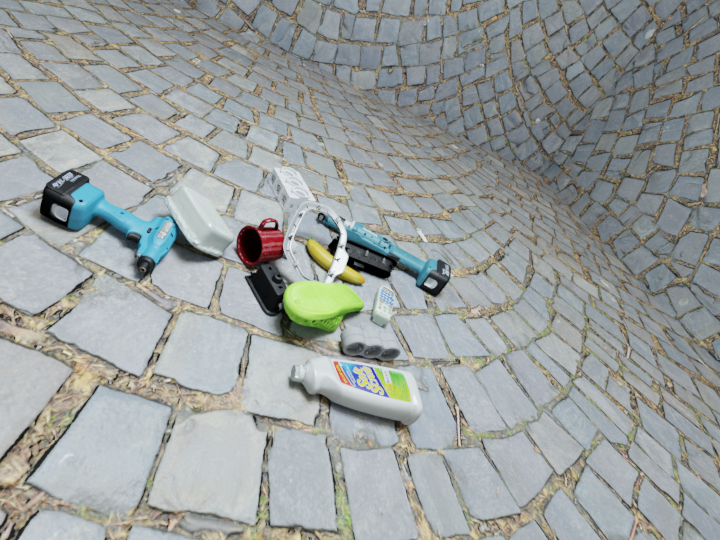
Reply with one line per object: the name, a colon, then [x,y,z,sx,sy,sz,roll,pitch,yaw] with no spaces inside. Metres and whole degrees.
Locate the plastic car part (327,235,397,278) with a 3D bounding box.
plastic car part: [0.011,-0.029,1.162,0.196,0.066,0.069,18,45,-19]

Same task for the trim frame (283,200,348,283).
trim frame: [-0.102,-0.067,1.047,0.176,0.028,0.252,41,45,-26]

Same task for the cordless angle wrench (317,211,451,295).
cordless angle wrench: [0.062,-0.070,1.253,0.424,0.074,0.098,29,32,2]

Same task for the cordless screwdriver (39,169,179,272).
cordless screwdriver: [-0.498,-0.091,0.837,0.242,0.074,0.164,25,33,-16]

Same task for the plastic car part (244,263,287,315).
plastic car part: [-0.192,0.030,0.914,0.063,0.070,0.123,-3,43,-41]
